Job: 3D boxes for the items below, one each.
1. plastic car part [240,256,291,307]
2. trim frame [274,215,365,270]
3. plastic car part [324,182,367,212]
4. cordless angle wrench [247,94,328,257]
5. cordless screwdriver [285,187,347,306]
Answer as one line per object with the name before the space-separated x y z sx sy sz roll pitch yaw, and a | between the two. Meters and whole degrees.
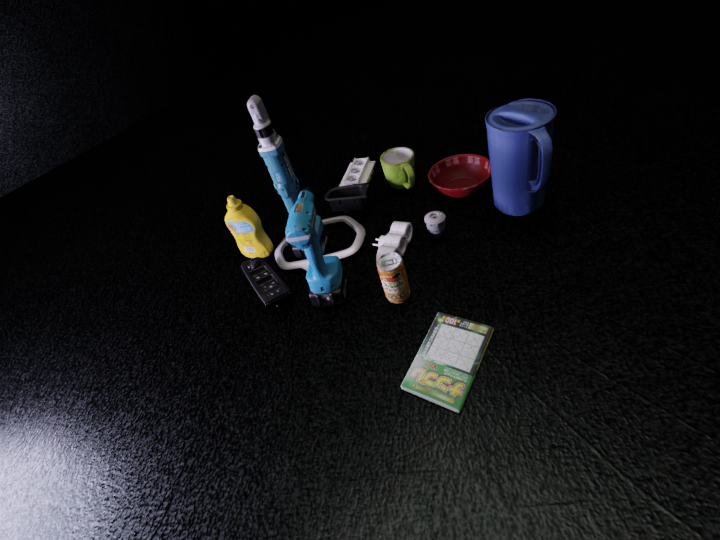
plastic car part | -0.228 0.030 1.022 0.065 0.064 0.215 -33 43 -14
trim frame | -0.108 -0.071 1.105 0.252 0.026 0.190 -13 43 10
plastic car part | -0.034 -0.193 1.170 0.119 0.068 0.067 -6 43 16
cordless angle wrench | -0.172 -0.203 0.986 0.076 0.404 0.100 -3 43 17
cordless screwdriver | -0.093 -0.048 0.917 0.076 0.237 0.163 -9 42 11
